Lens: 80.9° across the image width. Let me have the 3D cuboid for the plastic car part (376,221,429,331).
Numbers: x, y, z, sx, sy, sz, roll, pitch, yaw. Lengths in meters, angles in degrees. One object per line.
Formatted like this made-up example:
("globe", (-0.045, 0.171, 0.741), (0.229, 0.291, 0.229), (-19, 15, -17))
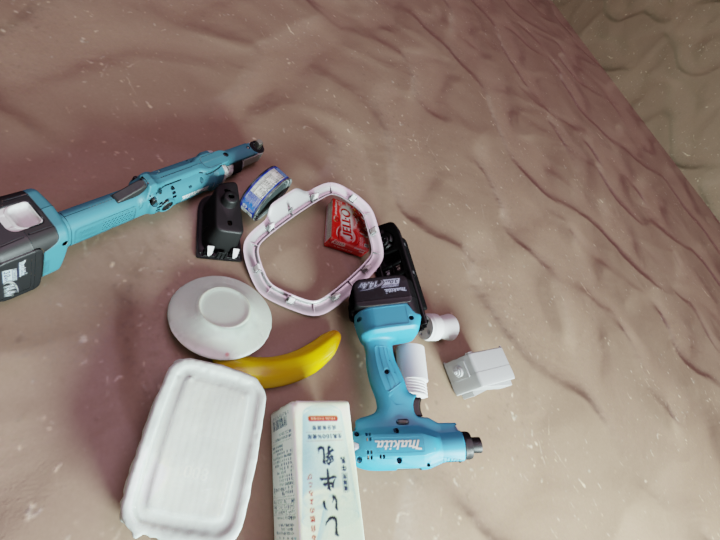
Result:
("plastic car part", (0.069, 0.010, 0.708), (0.063, 0.068, 0.210), (11, 54, -43))

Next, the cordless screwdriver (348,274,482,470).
("cordless screwdriver", (0.062, 0.131, 0.576), (0.159, 0.072, 0.256), (-3, 59, 0))

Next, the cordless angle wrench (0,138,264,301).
("cordless angle wrench", (-0.276, -0.106, 0.566), (0.075, 0.099, 0.416), (47, 43, 0))

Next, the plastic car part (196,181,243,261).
("plastic car part", (-0.194, -0.079, 0.602), (0.063, 0.072, 0.120), (7, 60, -32))

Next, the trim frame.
("trim frame", (-0.064, -0.042, 0.656), (0.245, 0.028, 0.185), (-39, 87, -28))
